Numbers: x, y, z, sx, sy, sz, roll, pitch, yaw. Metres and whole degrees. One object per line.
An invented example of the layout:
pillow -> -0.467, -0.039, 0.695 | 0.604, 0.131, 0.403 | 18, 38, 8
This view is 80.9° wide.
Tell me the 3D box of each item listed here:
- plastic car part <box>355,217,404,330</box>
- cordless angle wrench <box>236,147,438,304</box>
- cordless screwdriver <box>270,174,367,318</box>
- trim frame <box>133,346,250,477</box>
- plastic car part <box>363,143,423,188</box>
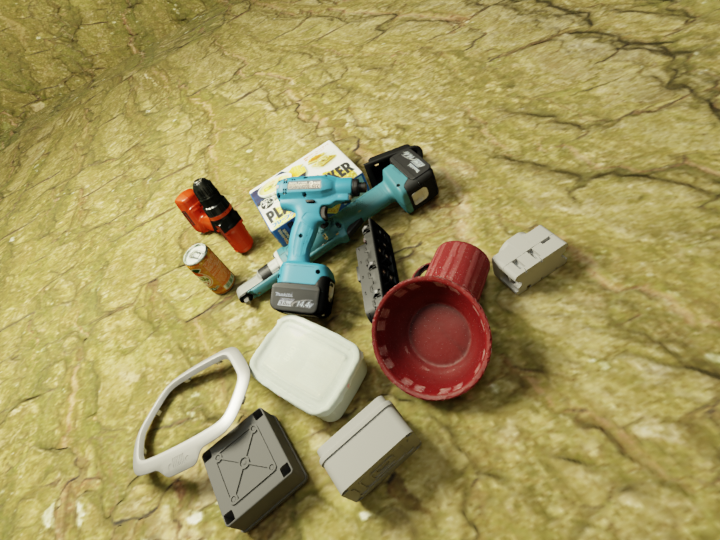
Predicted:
plastic car part -> 0.027, 0.009, 0.695 | 0.068, 0.062, 0.211 | -27, 47, 17
cordless angle wrench -> -0.055, -0.070, 0.792 | 0.423, 0.070, 0.103 | -34, 49, 1
cordless screwdriver -> -0.070, -0.046, 0.720 | 0.163, 0.071, 0.252 | -2, 75, 13
trim frame -> -0.264, 0.218, 0.659 | 0.252, 0.026, 0.191 | -30, 35, 15
plastic car part -> 0.063, -0.220, 0.861 | 0.117, 0.063, 0.074 | -24, 34, 2
